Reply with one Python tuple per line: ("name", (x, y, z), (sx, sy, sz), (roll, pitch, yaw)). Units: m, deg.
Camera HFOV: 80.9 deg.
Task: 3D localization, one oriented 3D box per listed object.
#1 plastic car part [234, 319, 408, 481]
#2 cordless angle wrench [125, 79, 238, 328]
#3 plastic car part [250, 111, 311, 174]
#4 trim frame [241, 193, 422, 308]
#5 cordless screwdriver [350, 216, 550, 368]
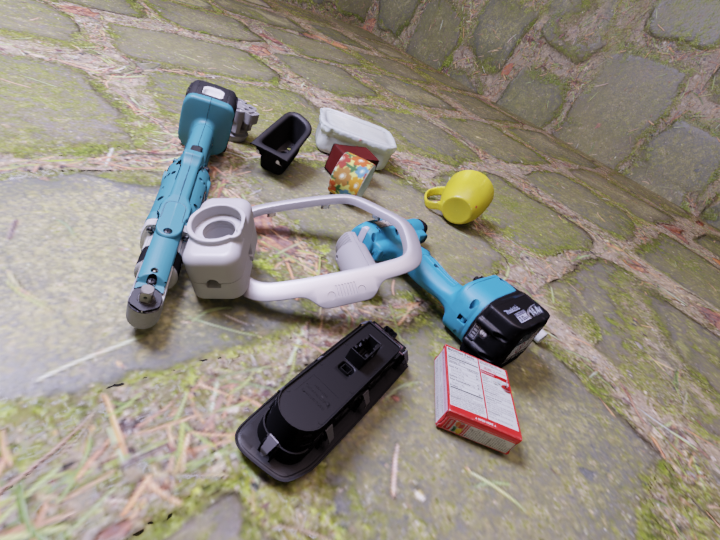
("plastic car part", (-0.015, 0.096, 0.364), (0.068, 0.067, 0.197), (43, 39, 13))
("cordless angle wrench", (-0.207, -0.104, 0.504), (0.072, 0.097, 0.439), (13, 39, -20))
("plastic car part", (-0.126, -0.201, 0.696), (0.066, 0.070, 0.117), (28, 49, 2))
("trim frame", (-0.048, -0.032, 0.496), (0.242, 0.027, 0.194), (-11, 43, -21))
("cordless screwdriver", (0.116, 0.007, 0.559), (0.153, 0.073, 0.262), (-15, 46, -45))
